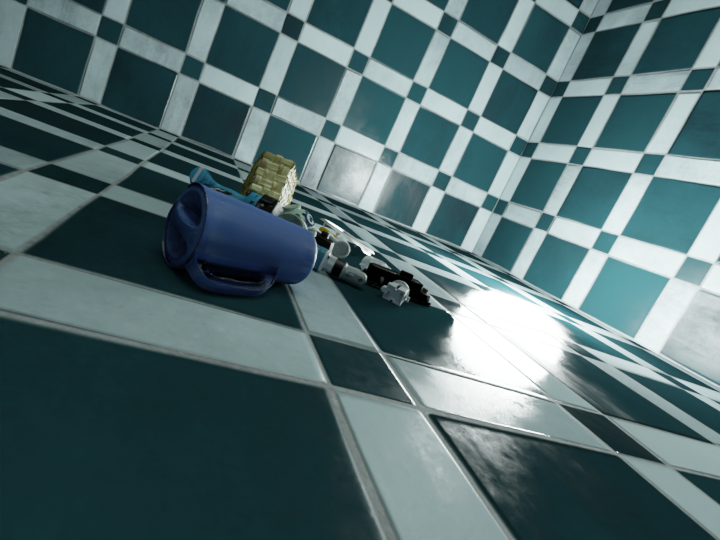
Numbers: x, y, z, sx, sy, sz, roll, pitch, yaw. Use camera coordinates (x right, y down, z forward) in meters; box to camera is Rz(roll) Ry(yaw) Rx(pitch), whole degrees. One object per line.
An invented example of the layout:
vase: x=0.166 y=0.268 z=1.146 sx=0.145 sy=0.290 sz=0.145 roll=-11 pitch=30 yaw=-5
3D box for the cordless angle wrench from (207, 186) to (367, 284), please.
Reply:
cordless angle wrench: x=-0.177 y=-0.071 z=0.977 sx=0.428 sy=0.074 sz=0.097 roll=27 pitch=11 yaw=6

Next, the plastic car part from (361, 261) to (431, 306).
plastic car part: x=0.090 y=0.030 z=1.059 sx=0.198 sy=0.066 sz=0.068 roll=18 pitch=19 yaw=-13

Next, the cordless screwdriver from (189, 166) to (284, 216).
cordless screwdriver: x=-0.326 y=-0.179 z=1.124 sx=0.254 sy=0.074 sz=0.156 roll=27 pitch=-14 yaw=9

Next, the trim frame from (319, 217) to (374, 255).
trim frame: x=-0.042 y=-0.108 z=1.389 sx=0.194 sy=0.027 sz=0.236 roll=36 pitch=4 yaw=29

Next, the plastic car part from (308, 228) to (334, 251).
plastic car part: x=-0.107 y=-0.070 z=1.094 sx=0.123 sy=0.070 sz=0.062 roll=29 pitch=13 yaw=39
